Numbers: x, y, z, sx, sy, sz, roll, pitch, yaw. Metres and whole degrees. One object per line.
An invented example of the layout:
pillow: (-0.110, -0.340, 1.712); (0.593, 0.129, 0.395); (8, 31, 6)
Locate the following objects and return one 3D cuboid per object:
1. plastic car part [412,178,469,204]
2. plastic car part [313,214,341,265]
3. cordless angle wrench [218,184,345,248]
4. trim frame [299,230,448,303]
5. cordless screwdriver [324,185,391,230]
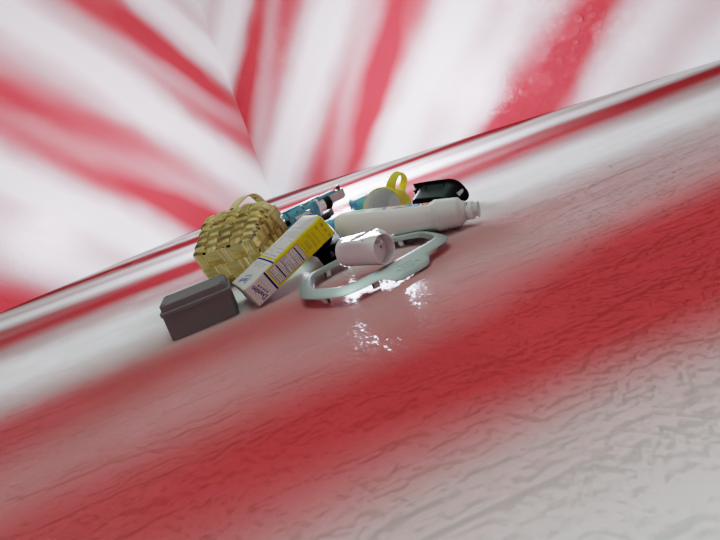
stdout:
plastic car part: (0.157, -0.148, 0.888); (0.122, 0.063, 0.070); (1, 39, 46)
plastic car part: (-0.079, -0.052, 0.811); (0.066, 0.065, 0.210); (-27, 20, -9)
cordless angle wrench: (-0.202, -0.122, 1.096); (0.414, 0.096, 0.078); (-32, 17, -28)
trim frame: (0.018, -0.009, 0.638); (0.242, 0.027, 0.192); (-26, 16, -29)
cordless screwdriver: (-0.052, -0.118, 0.998); (0.246, 0.073, 0.164); (-26, 16, -9)
